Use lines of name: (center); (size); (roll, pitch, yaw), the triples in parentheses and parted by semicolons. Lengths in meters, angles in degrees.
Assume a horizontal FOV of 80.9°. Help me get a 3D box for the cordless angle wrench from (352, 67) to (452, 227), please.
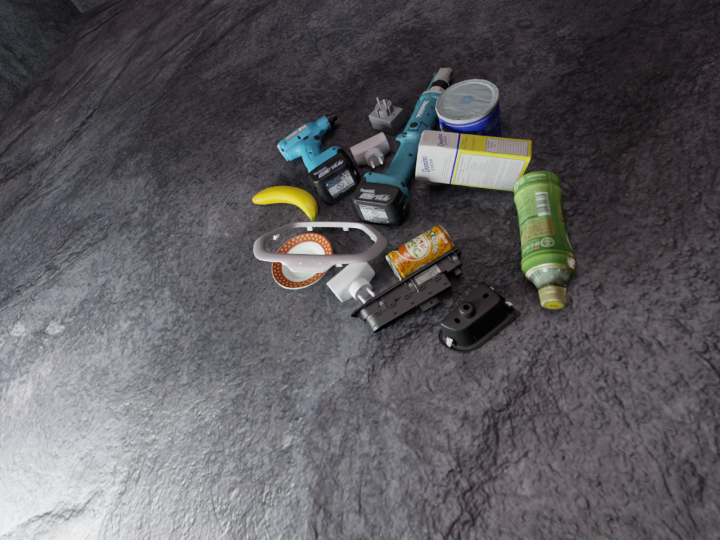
cordless angle wrench: (0.113, -0.278, 0.871); (0.103, 0.070, 0.424); (12, 63, 30)

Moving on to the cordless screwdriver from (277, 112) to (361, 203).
cordless screwdriver: (-0.078, -0.266, 0.949); (0.159, 0.070, 0.262); (-36, 48, -1)

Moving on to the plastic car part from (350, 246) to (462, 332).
plastic car part: (0.082, 0.041, 0.684); (0.204, 0.064, 0.069); (-27, 78, 5)

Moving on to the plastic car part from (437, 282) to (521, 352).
plastic car part: (0.165, 0.065, 0.619); (0.116, 0.067, 0.070); (-38, 50, -6)

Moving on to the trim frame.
trim frame: (-0.076, -0.050, 0.778); (0.253, 0.027, 0.186); (2, 29, 10)
